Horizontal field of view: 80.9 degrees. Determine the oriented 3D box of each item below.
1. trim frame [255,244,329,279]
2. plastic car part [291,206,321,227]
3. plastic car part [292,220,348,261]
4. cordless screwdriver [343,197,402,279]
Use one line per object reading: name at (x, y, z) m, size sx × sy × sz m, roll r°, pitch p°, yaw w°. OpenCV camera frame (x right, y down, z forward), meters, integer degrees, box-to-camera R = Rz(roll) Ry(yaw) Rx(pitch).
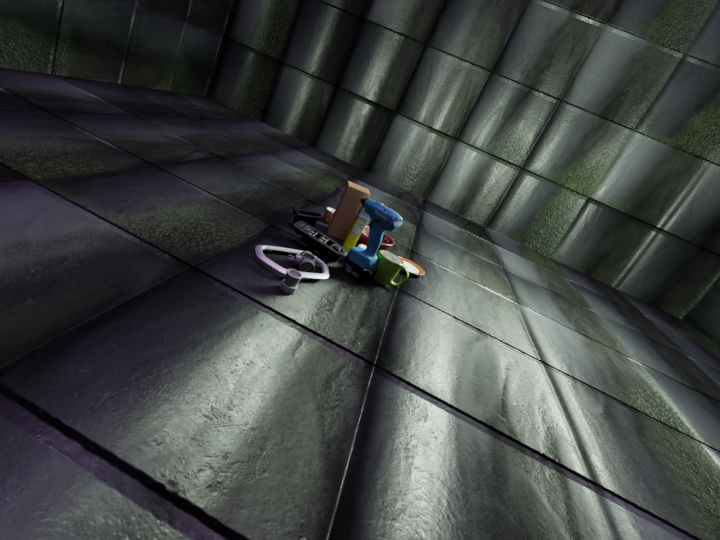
trim frame at (-0.199, -0.026, 1.255) m, size 0.236 × 0.027 × 0.195 m, roll 5°, pitch 28°, yaw -40°
plastic car part at (-0.204, -0.186, 1.571) m, size 0.111 × 0.070 × 0.070 m, roll 10°, pitch 26°, yaw -34°
plastic car part at (-0.139, -0.091, 1.417) m, size 0.208 × 0.066 × 0.065 m, roll 29°, pitch 21°, yaw 12°
cordless screwdriver at (0.019, -0.102, 1.358) m, size 0.168 × 0.247 × 0.071 m, roll 39°, pitch 24°, yaw 33°
